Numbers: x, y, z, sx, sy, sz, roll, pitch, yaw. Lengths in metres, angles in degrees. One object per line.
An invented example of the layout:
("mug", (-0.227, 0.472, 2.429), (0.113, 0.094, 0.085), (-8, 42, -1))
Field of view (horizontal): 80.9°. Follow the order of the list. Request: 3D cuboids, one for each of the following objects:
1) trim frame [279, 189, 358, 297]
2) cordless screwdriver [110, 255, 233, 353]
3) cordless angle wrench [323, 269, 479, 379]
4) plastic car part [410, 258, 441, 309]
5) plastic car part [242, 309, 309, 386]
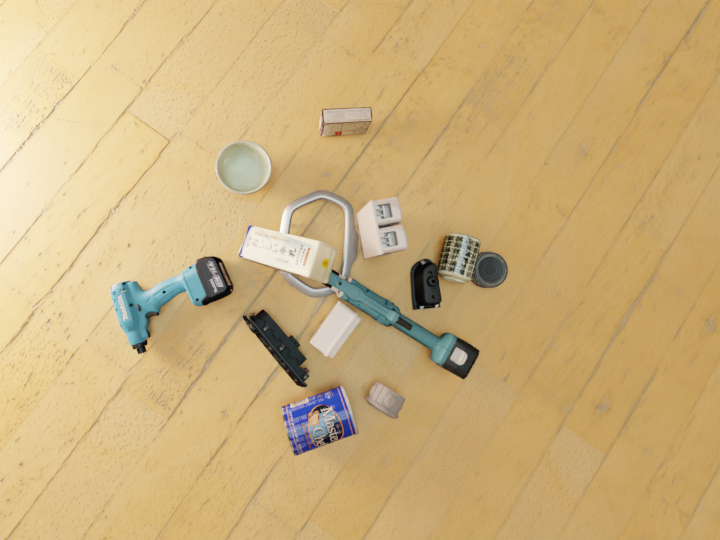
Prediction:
("trim frame", (-0.095, -0.062, 0.971), (0.183, 0.027, 0.250), (4, 83, -3))
("cordless screwdriver", (-0.401, 0.070, 0.914), (0.248, 0.074, 0.160), (-19, 88, -2))
("cordless angle wrench", (0.055, 0.092, 0.930), (0.422, 0.098, 0.074), (32, 84, -1))
("plastic car part", (0.154, 0.032, 0.959), (0.065, 0.072, 0.116), (-5, 90, -9))
("plastic car part", (-0.178, 0.162, 0.927), (0.203, 0.067, 0.066), (46, 73, 0))
